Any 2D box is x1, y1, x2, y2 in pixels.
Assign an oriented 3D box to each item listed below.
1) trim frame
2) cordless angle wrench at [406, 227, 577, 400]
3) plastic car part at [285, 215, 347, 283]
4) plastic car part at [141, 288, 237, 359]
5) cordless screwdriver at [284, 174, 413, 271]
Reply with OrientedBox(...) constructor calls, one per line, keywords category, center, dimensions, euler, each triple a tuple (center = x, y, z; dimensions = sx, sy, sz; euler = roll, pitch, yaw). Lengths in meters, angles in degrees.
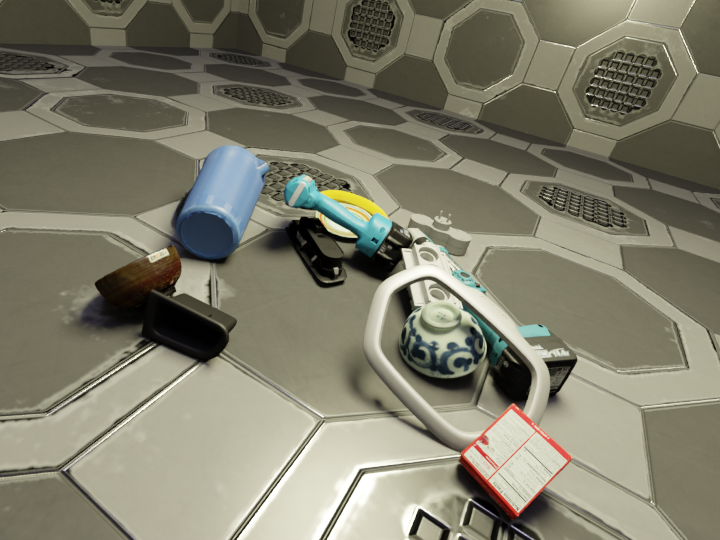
OrientedBox(category="trim frame", center=(0.117, 0.103, 0.532), dimensions=(0.256, 0.027, 0.183), euler=(43, 74, 16))
OrientedBox(category="cordless angle wrench", center=(0.176, 0.031, 0.736), dimensions=(0.095, 0.073, 0.444), euler=(-1, 32, -22))
OrientedBox(category="plastic car part", center=(-0.077, -0.050, 0.789), dimensions=(0.063, 0.066, 0.214), euler=(4, 34, -30))
OrientedBox(category="plastic car part", center=(-0.216, 0.067, 0.559), dimensions=(0.118, 0.065, 0.070), euler=(20, 17, 6))
OrientedBox(category="cordless screwdriver", center=(-0.026, -0.104, 0.804), dimensions=(0.247, 0.074, 0.161), euler=(31, 15, -5))
